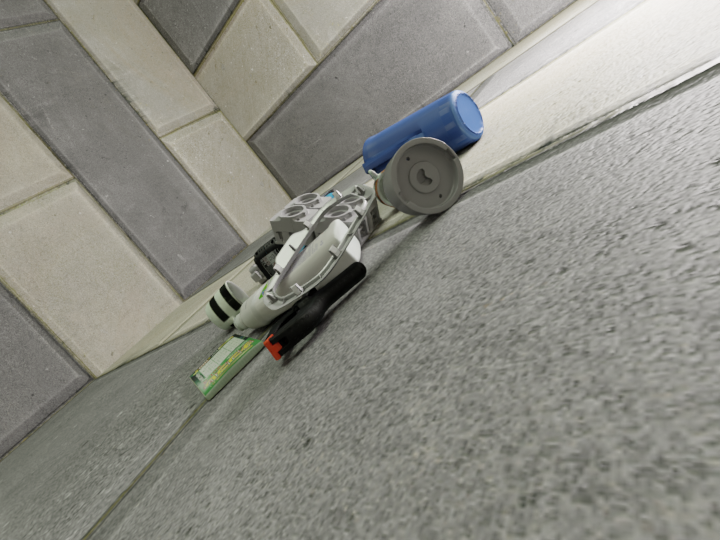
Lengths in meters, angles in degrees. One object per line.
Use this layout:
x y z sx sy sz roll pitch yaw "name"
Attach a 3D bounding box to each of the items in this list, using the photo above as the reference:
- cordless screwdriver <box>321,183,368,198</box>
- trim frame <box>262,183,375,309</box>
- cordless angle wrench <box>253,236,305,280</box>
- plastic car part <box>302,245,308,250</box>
-0.072 -0.155 1.126 0.158 0.072 0.257 -42 18 -12 "cordless screwdriver"
-0.066 -0.044 0.635 0.191 0.026 0.249 -10 45 52 "trim frame"
-0.151 -0.073 1.057 0.075 0.096 0.424 -35 11 15 "cordless angle wrench"
-0.090 -0.059 0.919 0.071 0.065 0.117 -50 6 18 "plastic car part"
